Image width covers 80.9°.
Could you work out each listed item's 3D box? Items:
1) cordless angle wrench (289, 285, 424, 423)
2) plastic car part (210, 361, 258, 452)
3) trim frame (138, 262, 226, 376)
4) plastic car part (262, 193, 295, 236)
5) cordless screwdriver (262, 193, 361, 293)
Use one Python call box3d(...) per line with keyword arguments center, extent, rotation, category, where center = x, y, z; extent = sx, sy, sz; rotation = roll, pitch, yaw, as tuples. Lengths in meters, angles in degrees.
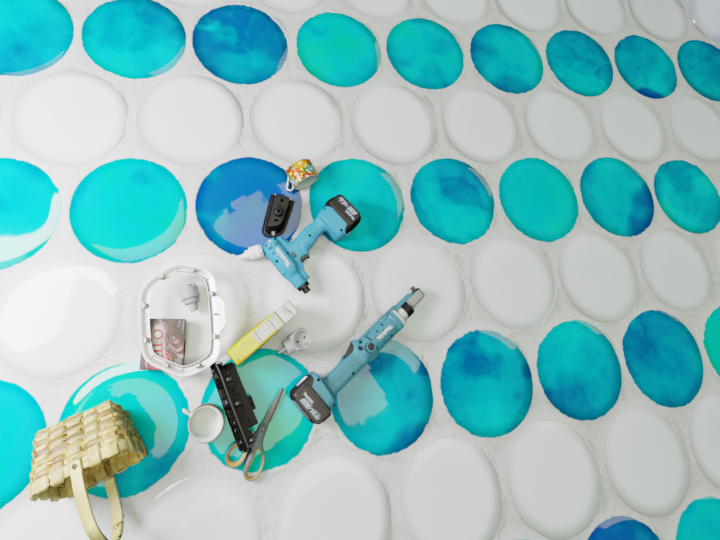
box3d(center=(0.014, 0.185, 1.022), extent=(0.418, 0.075, 0.098), rotation=(-41, 89, -21), category="cordless angle wrench")
box3d(center=(-0.273, 0.286, 0.927), extent=(0.065, 0.066, 0.208), rotation=(-23, 74, -29), category="plastic car part")
box3d(center=(-0.392, 0.105, 0.934), extent=(0.180, 0.027, 0.252), rotation=(-5, 76, -13), category="trim frame")
box3d(center=(-0.207, -0.145, 1.064), extent=(0.065, 0.071, 0.118), rotation=(16, 70, -9), category="plastic car part")
box3d(center=(-0.104, -0.068, 1.065), extent=(0.246, 0.074, 0.160), rotation=(-38, 87, -15), category="cordless screwdriver")
